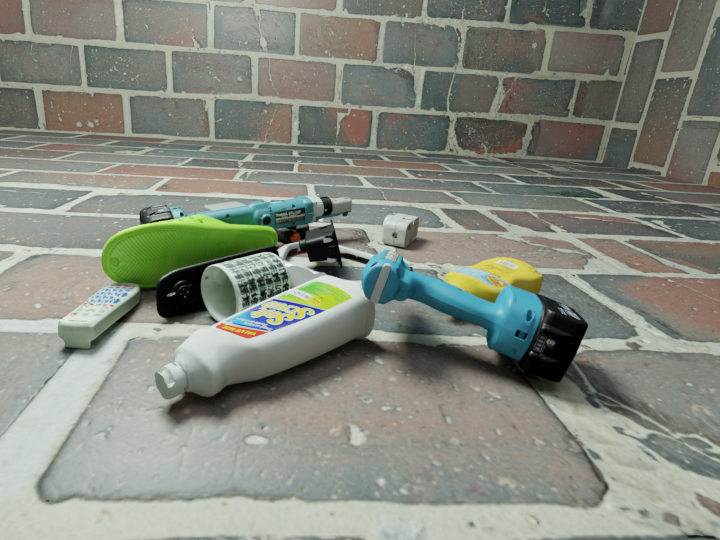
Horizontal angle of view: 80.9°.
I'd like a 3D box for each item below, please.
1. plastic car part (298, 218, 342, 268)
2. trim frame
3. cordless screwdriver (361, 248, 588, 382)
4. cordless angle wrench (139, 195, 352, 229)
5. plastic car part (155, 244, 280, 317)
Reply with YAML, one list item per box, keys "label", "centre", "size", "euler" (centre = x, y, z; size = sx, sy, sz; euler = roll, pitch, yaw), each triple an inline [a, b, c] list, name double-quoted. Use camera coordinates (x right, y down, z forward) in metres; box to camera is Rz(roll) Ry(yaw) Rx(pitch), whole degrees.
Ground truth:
- label: "plastic car part"
  centre: [-0.073, -0.048, 0.745]
  size: [0.071, 0.064, 0.120]
  euler: [-12, 20, -5]
- label: "trim frame"
  centre: [-0.042, -0.011, 0.753]
  size: [0.261, 0.027, 0.179]
  euler: [14, 25, 29]
- label: "cordless screwdriver"
  centre: [0.127, 0.035, 0.529]
  size: [0.254, 0.074, 0.157]
  euler: [21, 14, 9]
- label: "cordless angle wrench"
  centre: [-0.193, -0.101, 0.815]
  size: [0.409, 0.096, 0.079]
  euler: [-15, 30, -30]
- label: "plastic car part"
  centre: [-0.211, 0.011, 0.621]
  size: [0.071, 0.065, 0.196]
  euler: [9, 20, 39]
